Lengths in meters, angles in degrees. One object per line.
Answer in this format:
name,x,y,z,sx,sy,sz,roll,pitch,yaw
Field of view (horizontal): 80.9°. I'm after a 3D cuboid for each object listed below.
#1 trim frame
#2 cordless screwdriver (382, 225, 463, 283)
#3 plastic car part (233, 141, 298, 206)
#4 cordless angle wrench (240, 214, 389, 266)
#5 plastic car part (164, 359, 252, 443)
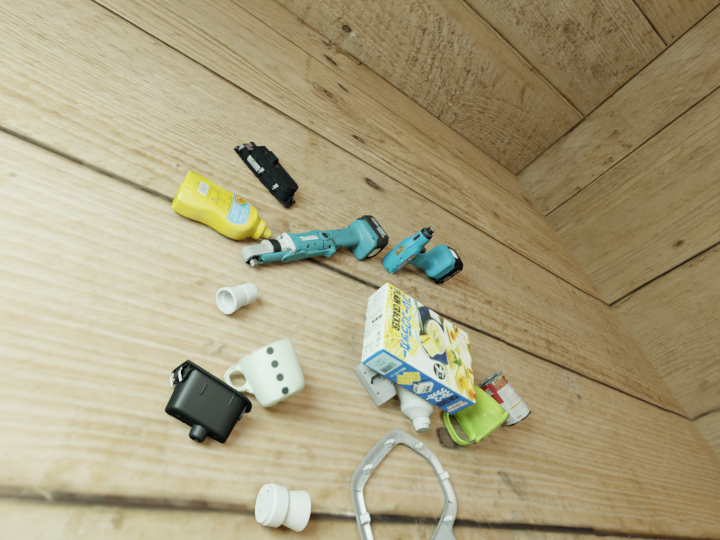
trim frame,0.077,0.358,0.656,0.189,0.028,0.240,52,31,13
cordless screwdriver,0.189,-0.043,1.133,0.235,0.161,0.077,12,46,-44
plastic car part,-0.214,-0.240,1.015,0.207,0.068,0.064,53,25,11
cordless angle wrench,-0.091,-0.059,0.929,0.406,0.075,0.101,-13,62,-51
plastic car part,-0.199,0.177,0.540,0.114,0.067,0.071,40,47,-13
